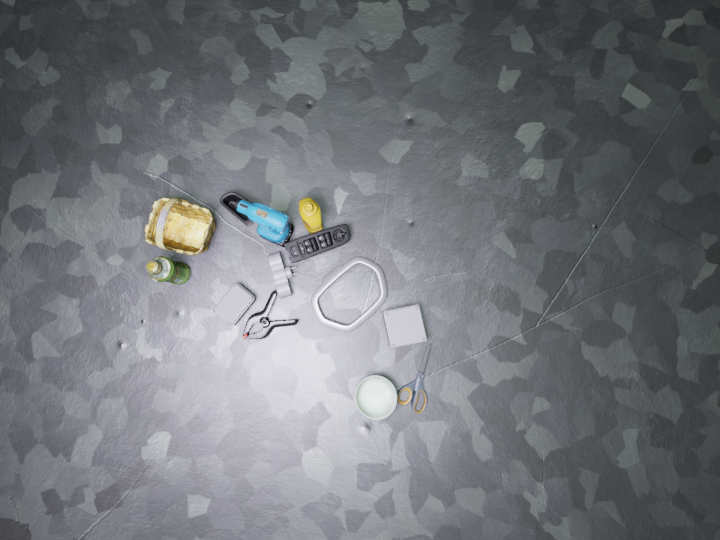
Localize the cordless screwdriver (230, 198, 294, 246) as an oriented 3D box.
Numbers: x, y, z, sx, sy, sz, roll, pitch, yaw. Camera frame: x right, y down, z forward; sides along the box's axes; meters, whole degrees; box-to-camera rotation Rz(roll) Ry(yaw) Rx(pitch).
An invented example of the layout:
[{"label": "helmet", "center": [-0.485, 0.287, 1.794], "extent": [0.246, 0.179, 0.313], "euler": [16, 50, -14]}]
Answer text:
[{"label": "cordless screwdriver", "center": [-0.274, -0.140, 1.208], "extent": [0.160, 0.247, 0.074], "euler": [24, 83, 0]}]

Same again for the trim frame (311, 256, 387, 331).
[{"label": "trim frame", "center": [-0.033, 0.071, 1.281], "extent": [0.248, 0.027, 0.187], "euler": [-42, 83, -5]}]

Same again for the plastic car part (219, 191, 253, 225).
[{"label": "plastic car part", "center": [-0.372, -0.193, 1.308], "extent": [0.118, 0.070, 0.066], "euler": [37, 83, 5]}]

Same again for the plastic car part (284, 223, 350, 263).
[{"label": "plastic car part", "center": [-0.126, -0.082, 1.287], "extent": [0.202, 0.066, 0.067], "euler": [-20, 84, -2]}]
